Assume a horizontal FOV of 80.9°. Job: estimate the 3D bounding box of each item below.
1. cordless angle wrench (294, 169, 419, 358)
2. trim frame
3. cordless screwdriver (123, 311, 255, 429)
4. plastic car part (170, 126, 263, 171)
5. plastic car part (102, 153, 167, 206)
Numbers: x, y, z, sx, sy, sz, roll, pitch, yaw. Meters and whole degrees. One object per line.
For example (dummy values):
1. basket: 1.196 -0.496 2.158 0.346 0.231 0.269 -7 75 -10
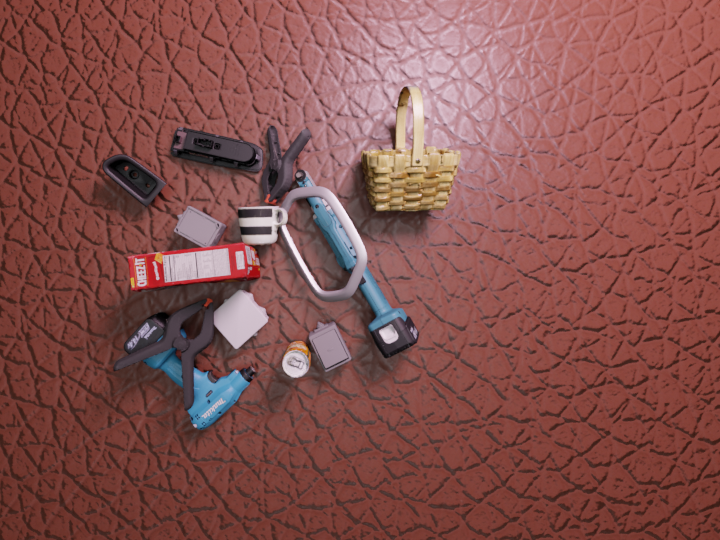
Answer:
1. cordless angle wrench: -0.022 -0.029 0.877 0.075 0.096 0.428 -32 83 14
2. trim frame: -0.083 -0.054 0.851 0.187 0.026 0.253 -36 79 33
3. cordless screwdriver: -0.348 0.187 0.873 0.159 0.075 0.248 -43 93 -4
4. plastic car part: -0.305 -0.262 0.898 0.202 0.067 0.067 13 82 -3
5. plastic car part: -0.473 -0.196 0.888 0.113 0.073 0.066 41 87 -17
